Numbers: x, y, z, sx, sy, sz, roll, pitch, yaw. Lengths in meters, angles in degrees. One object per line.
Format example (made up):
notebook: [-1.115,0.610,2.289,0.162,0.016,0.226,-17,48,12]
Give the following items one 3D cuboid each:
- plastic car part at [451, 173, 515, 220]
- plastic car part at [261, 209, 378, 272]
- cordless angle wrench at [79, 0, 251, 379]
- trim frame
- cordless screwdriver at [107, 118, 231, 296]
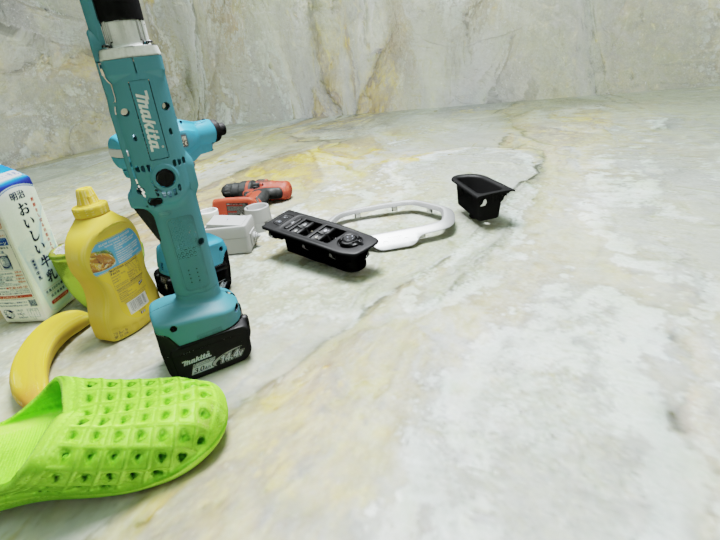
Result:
plastic car part: [0.207,-0.124,0.746,0.065,0.069,0.121,-11,26,-9]
plastic car part: [-0.065,-0.042,0.663,0.214,0.065,0.064,16,33,39]
cordless angle wrench: [-0.192,-0.091,0.406,0.095,0.411,0.078,-17,26,-23]
trim frame: [0.043,-0.084,0.759,0.247,0.027,0.190,-10,26,-4]
cordless screwdriver: [-0.237,-0.085,0.597,0.078,0.242,0.155,14,31,38]
